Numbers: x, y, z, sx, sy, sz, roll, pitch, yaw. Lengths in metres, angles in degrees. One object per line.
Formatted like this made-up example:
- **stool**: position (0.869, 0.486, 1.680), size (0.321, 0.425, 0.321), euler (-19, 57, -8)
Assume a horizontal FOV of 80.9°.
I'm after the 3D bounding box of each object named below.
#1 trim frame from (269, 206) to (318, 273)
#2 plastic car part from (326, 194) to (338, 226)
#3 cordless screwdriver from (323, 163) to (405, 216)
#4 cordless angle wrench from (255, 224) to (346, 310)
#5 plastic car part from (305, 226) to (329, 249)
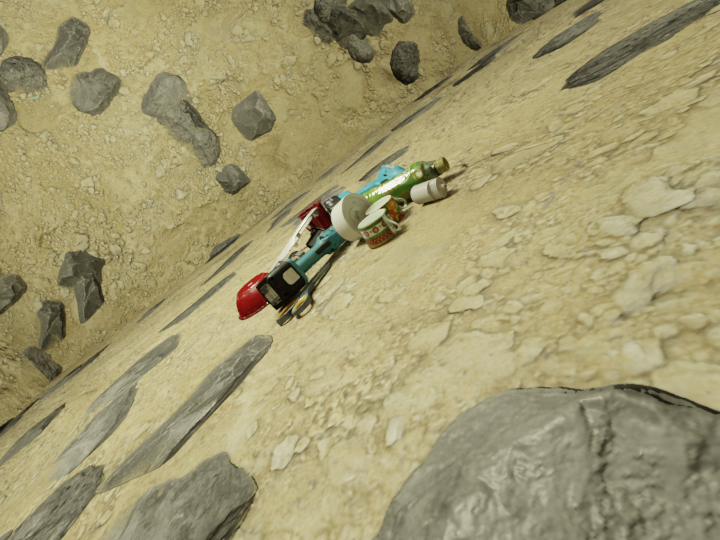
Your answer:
- **trim frame**: position (-0.190, -0.082, 1.222), size (0.249, 0.027, 0.184), euler (-51, 5, 19)
- **plastic car part**: position (-0.064, -0.204, 1.355), size (0.068, 0.065, 0.205), euler (-23, 24, 22)
- **cordless screwdriver**: position (0.025, -0.218, 1.201), size (0.248, 0.071, 0.166), euler (-35, 25, -5)
- **cordless angle wrench**: position (-0.075, -0.070, 1.026), size (0.418, 0.074, 0.099), euler (-46, 5, -35)
- **plastic car part**: position (-0.111, -0.072, 1.131), size (0.071, 0.063, 0.121), euler (-55, 22, -5)
